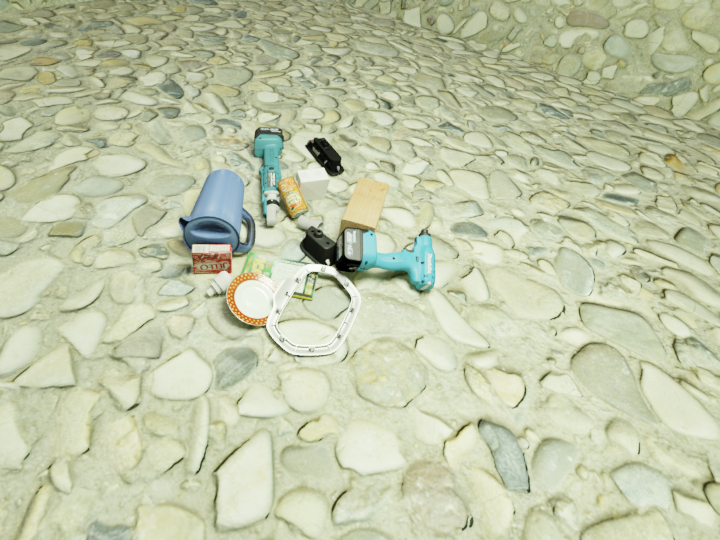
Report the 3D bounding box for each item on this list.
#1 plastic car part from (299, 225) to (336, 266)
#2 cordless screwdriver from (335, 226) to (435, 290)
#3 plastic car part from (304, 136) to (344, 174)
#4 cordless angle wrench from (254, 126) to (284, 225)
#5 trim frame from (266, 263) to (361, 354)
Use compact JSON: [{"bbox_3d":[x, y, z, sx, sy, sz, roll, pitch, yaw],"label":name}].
[{"bbox_3d":[-0.104,-0.068,1.066,0.064,0.069,0.122,-30,60,-36],"label":"plastic car part"},{"bbox_3d":[0.066,-0.051,1.030,0.244,0.074,0.162,12,63,-12],"label":"cordless screwdriver"},{"bbox_3d":[-0.111,-0.388,1.396,0.064,0.066,0.213,-9,49,-30],"label":"plastic car part"},{"bbox_3d":[-0.269,-0.284,1.260,0.096,0.073,0.440,-1,48,-12],"label":"cordless angle wrench"},{"bbox_3d":[-0.101,0.079,0.935,0.188,0.027,0.249,22,51,9],"label":"trim frame"}]
